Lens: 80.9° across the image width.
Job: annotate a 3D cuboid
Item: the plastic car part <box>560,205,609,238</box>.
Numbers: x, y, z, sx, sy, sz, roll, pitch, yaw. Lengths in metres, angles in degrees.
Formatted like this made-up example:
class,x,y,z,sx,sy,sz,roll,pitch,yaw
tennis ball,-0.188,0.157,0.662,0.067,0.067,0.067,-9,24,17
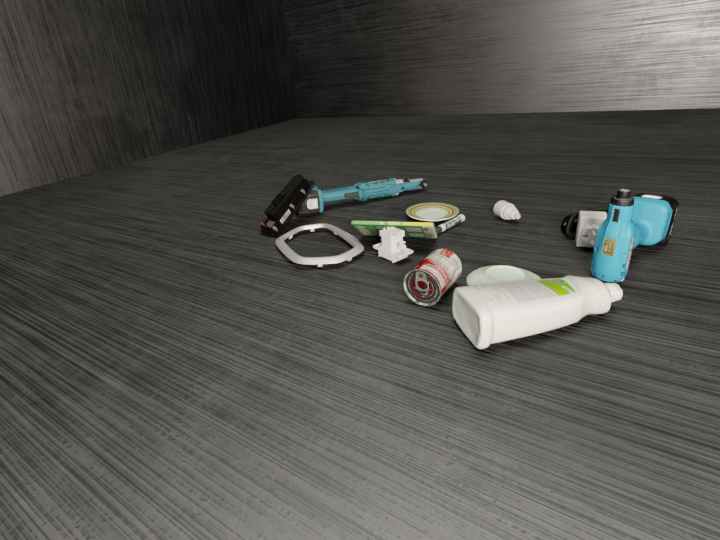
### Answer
class,x,y,z,sx,sy,sz,roll,pitch,yaw
plastic car part,0.492,-0.106,0.918,0.118,0.065,0.071,-6,10,6

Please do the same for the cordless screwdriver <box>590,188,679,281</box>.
class,x,y,z,sx,sy,sz,roll,pitch,yaw
cordless screwdriver,0.501,-0.092,0.770,0.241,0.155,0.079,-24,31,-37

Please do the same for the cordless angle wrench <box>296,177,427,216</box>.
class,x,y,z,sx,sy,sz,roll,pitch,yaw
cordless angle wrench,0.005,-0.238,1.274,0.415,0.072,0.102,-11,26,-14

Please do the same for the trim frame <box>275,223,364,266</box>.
class,x,y,z,sx,sy,sz,roll,pitch,yaw
trim frame,-0.097,-0.064,0.994,0.180,0.027,0.262,-19,27,-21

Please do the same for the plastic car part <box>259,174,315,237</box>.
class,x,y,z,sx,sy,sz,roll,pitch,yaw
plastic car part,-0.200,-0.183,1.129,0.070,0.064,0.202,11,56,42
